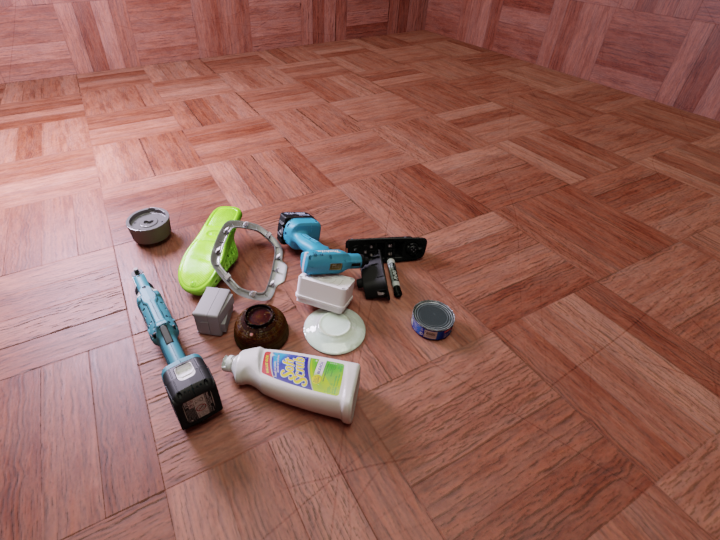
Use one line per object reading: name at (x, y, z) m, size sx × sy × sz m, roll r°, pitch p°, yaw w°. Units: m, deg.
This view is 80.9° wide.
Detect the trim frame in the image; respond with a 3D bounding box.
trim frame at (-0.256, -0.032, 0.993) m, size 0.177 × 0.028 × 0.255 m, roll 31°, pitch 33°, yaw -22°

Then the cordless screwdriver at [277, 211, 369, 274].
cordless screwdriver at (-0.099, -0.065, 1.017) m, size 0.153 × 0.073 × 0.262 m, roll -2°, pitch 27°, yaw -28°

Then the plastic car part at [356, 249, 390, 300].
plastic car part at (0.026, 0.019, 0.972) m, size 0.072 × 0.063 × 0.120 m, roll -11°, pitch 43°, yaw 8°

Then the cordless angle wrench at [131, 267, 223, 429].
cordless angle wrench at (-0.391, 0.117, 0.837) m, size 0.072 × 0.095 × 0.448 m, roll -23°, pitch 41°, yaw -27°

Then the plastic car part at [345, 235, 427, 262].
plastic car part at (0.062, -0.055, 1.057) m, size 0.203 × 0.065 × 0.068 m, roll -2°, pitch 14°, yaw -1°
